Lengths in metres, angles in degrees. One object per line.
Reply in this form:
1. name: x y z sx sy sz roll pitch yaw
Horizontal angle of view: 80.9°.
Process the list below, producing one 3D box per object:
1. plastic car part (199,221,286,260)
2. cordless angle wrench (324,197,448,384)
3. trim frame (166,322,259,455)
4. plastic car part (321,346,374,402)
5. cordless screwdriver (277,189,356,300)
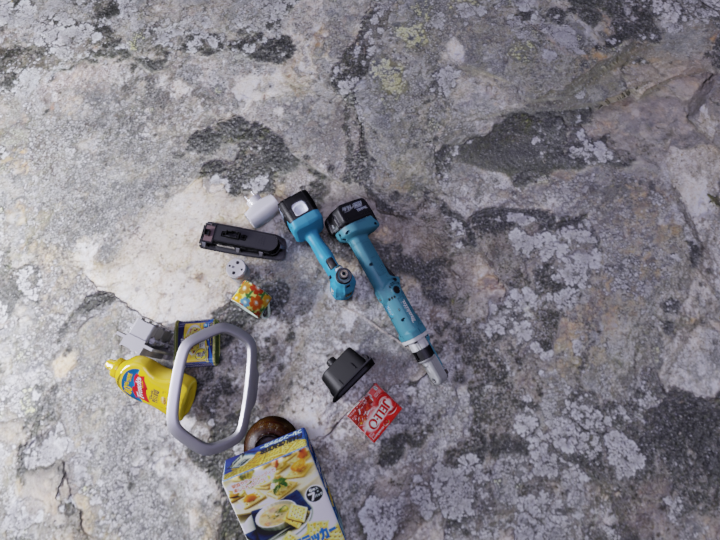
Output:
1. plastic car part: -0.264 -0.071 0.953 0.203 0.066 0.067 12 68 1
2. cordless angle wrench: 0.063 0.046 0.904 0.095 0.075 0.431 -22 78 -33
3. trim frame: -0.282 0.228 0.832 0.175 0.028 0.253 13 69 -32
4. plastic car part: -0.035 0.205 0.873 0.116 0.063 0.074 -41 65 -8
5. cordless screwdriver: -0.088 -0.057 0.895 0.074 0.156 0.256 -29 75 -10
